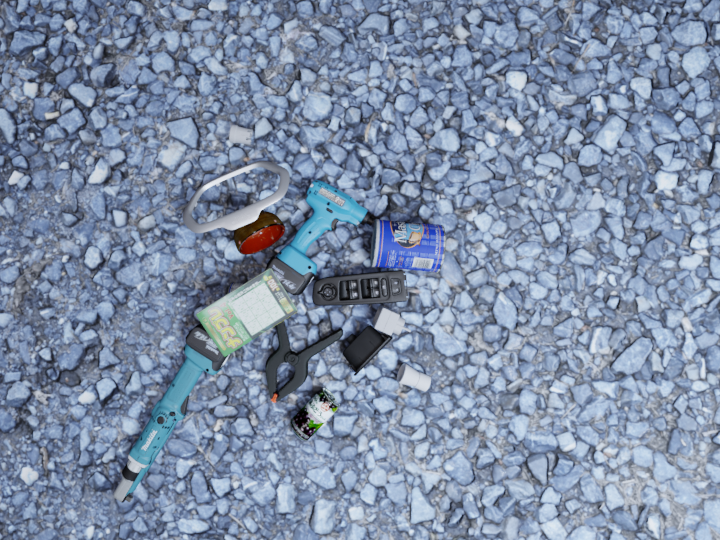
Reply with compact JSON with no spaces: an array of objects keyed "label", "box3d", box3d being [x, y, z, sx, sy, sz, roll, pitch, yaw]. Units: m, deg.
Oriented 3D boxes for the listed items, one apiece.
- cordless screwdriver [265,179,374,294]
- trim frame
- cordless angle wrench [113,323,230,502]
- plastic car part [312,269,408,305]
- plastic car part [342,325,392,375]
[{"label":"cordless screwdriver","box3d":[-0.090,-0.059,0.920,0.160,0.074,0.249,29,85,2]},{"label":"trim frame","box3d":[-0.267,-0.159,0.906,0.248,0.026,0.193,-23,48,-2]},{"label":"cordless angle wrench","box3d":[-0.419,0.313,0.915,0.098,0.074,0.423,31,91,1]},{"label":"plastic car part","box3d":[-0.004,0.037,0.912,0.205,0.067,0.066,-6,96,6]},{"label":"plastic car part","box3d":[0.005,0.163,0.915,0.116,0.064,0.073,-43,74,2]}]
